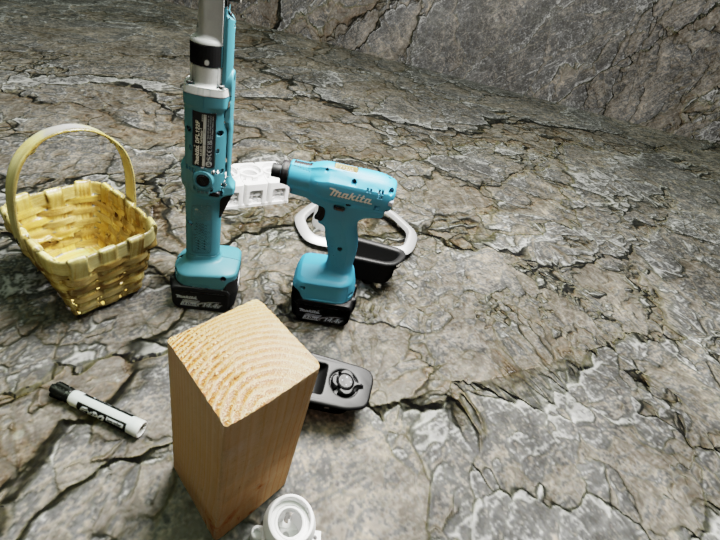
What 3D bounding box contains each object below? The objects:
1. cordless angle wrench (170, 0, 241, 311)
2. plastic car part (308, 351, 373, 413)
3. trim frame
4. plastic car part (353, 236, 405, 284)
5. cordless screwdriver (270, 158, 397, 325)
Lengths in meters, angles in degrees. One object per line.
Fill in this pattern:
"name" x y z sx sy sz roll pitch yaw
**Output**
"cordless angle wrench" -0.190 -0.123 0.527 0.096 0.415 0.077 9 38 -10
"plastic car part" -0.086 0.136 0.515 0.202 0.066 0.068 11 38 -3
"trim frame" -0.009 -0.085 0.847 0.246 0.027 0.190 7 38 -7
"plastic car part" 0.011 -0.010 0.723 0.118 0.069 0.067 16 37 4
"cordless screwdriver" -0.058 -0.038 0.597 0.159 0.244 0.076 14 37 -3
